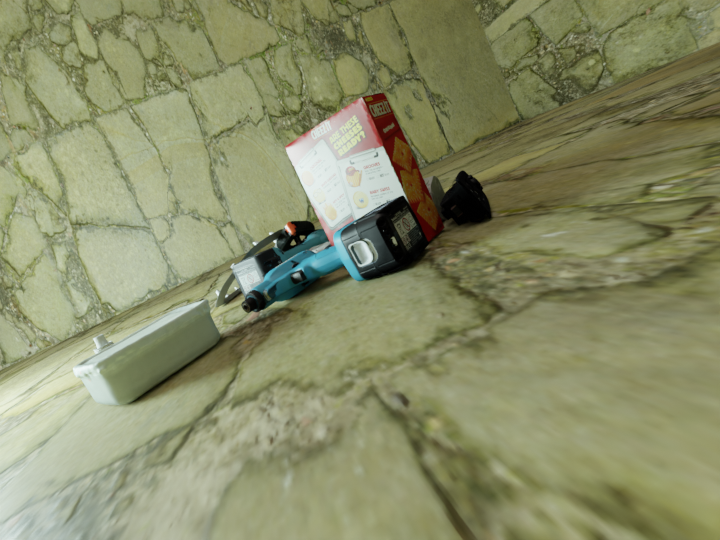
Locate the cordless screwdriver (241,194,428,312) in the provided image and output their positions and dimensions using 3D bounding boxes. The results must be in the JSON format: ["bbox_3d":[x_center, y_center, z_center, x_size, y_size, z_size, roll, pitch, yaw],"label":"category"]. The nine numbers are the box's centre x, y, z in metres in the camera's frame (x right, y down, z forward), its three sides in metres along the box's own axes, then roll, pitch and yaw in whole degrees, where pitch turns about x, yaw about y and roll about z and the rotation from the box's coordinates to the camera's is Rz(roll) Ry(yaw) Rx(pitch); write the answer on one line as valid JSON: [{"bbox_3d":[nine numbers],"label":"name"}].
[{"bbox_3d":[-0.045,-0.008,0.571,0.257,0.073,0.156,-21,11,41],"label":"cordless screwdriver"}]

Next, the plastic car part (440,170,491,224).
[{"bbox_3d":[0.157,-0.108,0.638,0.067,0.067,0.201,-50,0,28],"label":"plastic car part"}]

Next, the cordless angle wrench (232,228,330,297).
[{"bbox_3d":[-0.088,-0.058,0.904,0.101,0.073,0.413,-19,10,37],"label":"cordless angle wrench"}]

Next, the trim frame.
[{"bbox_3d":[-0.241,-0.008,0.930,0.184,0.028,0.247,-56,1,25],"label":"trim frame"}]
